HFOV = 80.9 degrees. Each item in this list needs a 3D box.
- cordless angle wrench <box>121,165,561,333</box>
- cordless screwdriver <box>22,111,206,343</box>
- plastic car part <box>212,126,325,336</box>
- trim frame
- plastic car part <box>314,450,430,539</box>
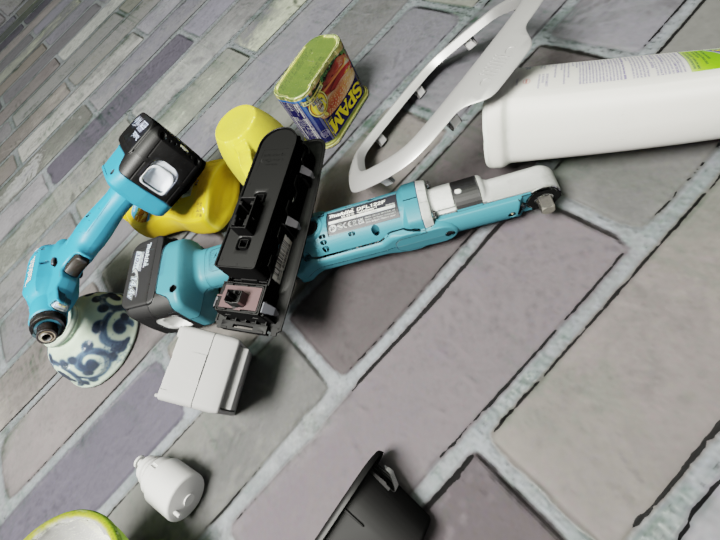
[{"bbox_3d":[-0.040,-0.026,0.414,0.433,0.070,0.101,-14,59,18],"label":"cordless angle wrench"},{"bbox_3d":[-0.277,-0.048,0.464,0.249,0.070,0.168,-48,43,4],"label":"cordless screwdriver"},{"bbox_3d":[-0.085,-0.050,0.378,0.069,0.063,0.206,-2,59,29],"label":"plastic car part"},{"bbox_3d":[0.073,-0.167,0.402,0.248,0.026,0.191,-51,21,-9],"label":"trim frame"},{"bbox_3d":[0.003,0.193,0.281,0.074,0.063,0.116,36,81,21],"label":"plastic car part"}]
